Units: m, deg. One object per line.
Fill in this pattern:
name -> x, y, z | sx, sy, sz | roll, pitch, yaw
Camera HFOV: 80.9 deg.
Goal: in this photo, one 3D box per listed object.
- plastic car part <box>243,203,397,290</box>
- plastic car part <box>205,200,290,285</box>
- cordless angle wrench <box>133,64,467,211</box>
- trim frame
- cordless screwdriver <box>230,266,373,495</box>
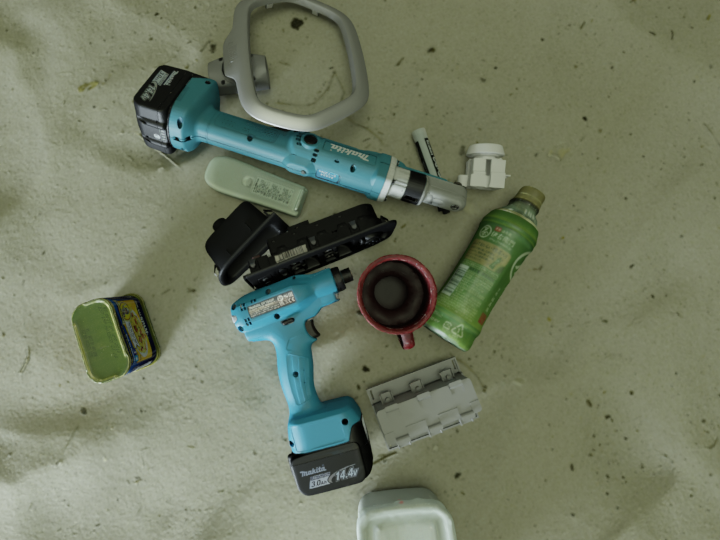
plastic car part -> -0.054, -0.035, 0.551 | 0.203, 0.064, 0.069 | -17, 63, 0
plastic car part -> -0.161, -0.045, 0.555 | 0.116, 0.064, 0.073 | -42, 73, 0
cordless angle wrench -> -0.068, -0.150, 0.540 | 0.424, 0.073, 0.099 | 18, 58, 1
trim frame -> -0.085, -0.279, 0.550 | 0.180, 0.027, 0.255 | -5, 68, -13
cordless screwdriver -> -0.048, 0.125, 0.524 | 0.160, 0.073, 0.252 | -22, 82, 2
